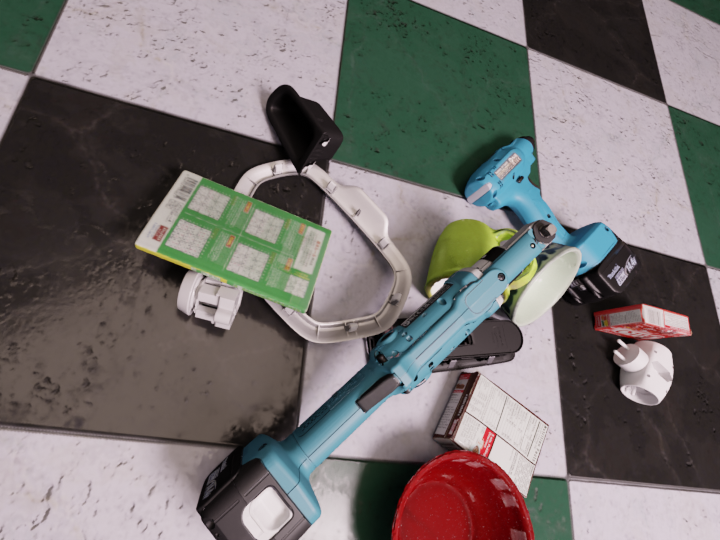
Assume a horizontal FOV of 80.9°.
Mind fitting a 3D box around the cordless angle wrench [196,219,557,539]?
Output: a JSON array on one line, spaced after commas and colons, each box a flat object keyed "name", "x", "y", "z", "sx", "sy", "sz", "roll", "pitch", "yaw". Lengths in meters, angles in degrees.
[{"name": "cordless angle wrench", "x": 0.041, "y": 0.085, "z": 0.406, "sx": 0.419, "sy": 0.099, "sz": 0.074, "roll": -40, "pitch": 91, "yaw": -14}]

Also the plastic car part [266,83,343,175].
[{"name": "plastic car part", "x": -0.063, "y": -0.181, "z": 0.528, "sx": 0.068, "sy": 0.066, "sz": 0.121, "roll": -2, "pitch": 54, "yaw": -41}]

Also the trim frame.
[{"name": "trim frame", "x": -0.048, "y": -0.031, "z": 0.491, "sx": 0.181, "sy": 0.027, "sz": 0.253, "roll": -38, "pitch": 78, "yaw": -28}]

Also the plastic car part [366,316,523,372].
[{"name": "plastic car part", "x": 0.111, "y": 0.082, "z": 0.503, "sx": 0.196, "sy": 0.067, "sz": 0.068, "roll": 1, "pitch": 65, "yaw": -23}]

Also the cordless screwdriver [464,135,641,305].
[{"name": "cordless screwdriver", "x": 0.282, "y": -0.082, "z": 0.615, "sx": 0.251, "sy": 0.074, "sz": 0.157, "roll": 46, "pitch": 63, "yaw": 4}]
